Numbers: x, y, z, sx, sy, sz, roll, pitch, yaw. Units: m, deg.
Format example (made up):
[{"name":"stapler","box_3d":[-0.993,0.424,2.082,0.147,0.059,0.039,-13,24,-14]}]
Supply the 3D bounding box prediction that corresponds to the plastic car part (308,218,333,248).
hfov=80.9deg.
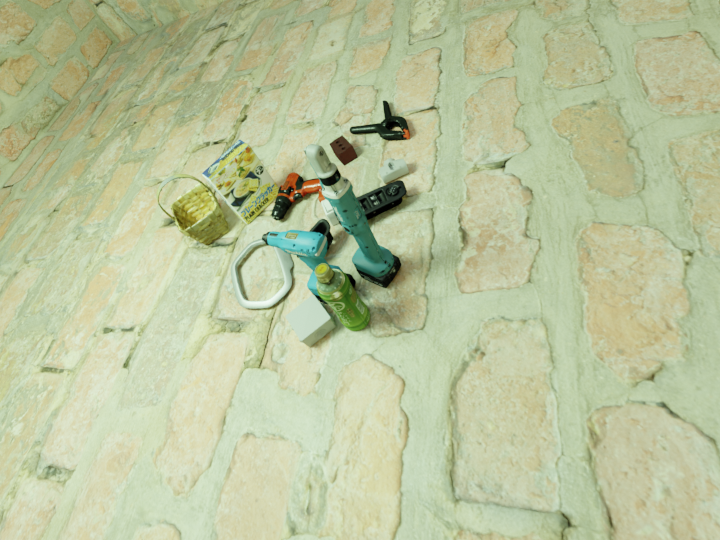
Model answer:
[{"name":"plastic car part","box_3d":[-0.111,-0.073,1.139,0.070,0.067,0.116,29,73,37]}]

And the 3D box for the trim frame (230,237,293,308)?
[{"name":"trim frame","box_3d":[-0.279,0.004,1.192,0.185,0.026,0.261,-30,49,3]}]

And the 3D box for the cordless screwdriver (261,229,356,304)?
[{"name":"cordless screwdriver","box_3d":[-0.117,-0.010,0.986,0.167,0.236,0.075,10,61,30]}]

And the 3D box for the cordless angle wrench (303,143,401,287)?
[{"name":"cordless angle wrench","box_3d":[-0.015,-0.106,0.896,0.103,0.401,0.074,24,68,35]}]

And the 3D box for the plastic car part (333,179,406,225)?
[{"name":"plastic car part","box_3d":[0.034,-0.173,1.143,0.204,0.063,0.069,-28,50,6]}]
